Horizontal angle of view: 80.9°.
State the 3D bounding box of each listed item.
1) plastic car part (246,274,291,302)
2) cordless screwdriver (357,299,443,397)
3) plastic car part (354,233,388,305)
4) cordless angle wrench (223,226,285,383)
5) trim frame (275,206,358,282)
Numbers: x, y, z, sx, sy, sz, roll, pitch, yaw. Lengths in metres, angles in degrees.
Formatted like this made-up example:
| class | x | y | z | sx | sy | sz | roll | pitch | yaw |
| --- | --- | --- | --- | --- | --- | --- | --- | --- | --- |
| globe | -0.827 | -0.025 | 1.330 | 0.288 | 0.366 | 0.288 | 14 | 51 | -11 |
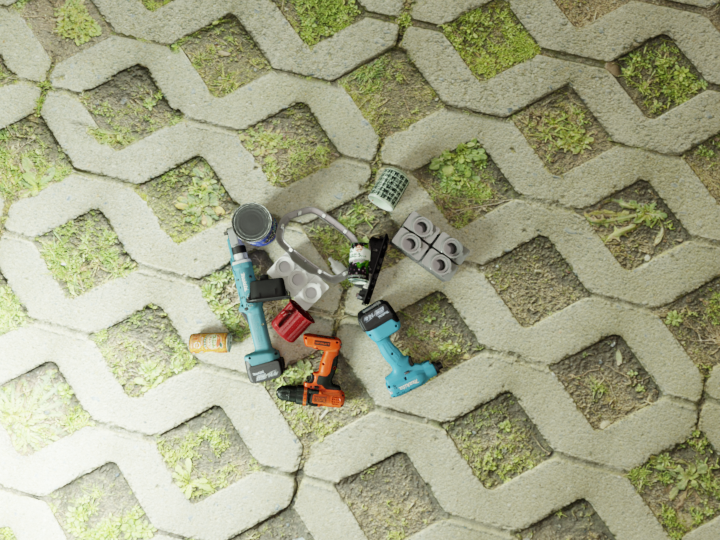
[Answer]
| class | x | y | z | sx | sy | sz | roll | pitch | yaw |
| --- | --- | --- | --- | --- | --- | --- | --- | --- | --- |
| plastic car part | -0.239 | 0.046 | 1.094 | 0.116 | 0.065 | 0.072 | -3 | 79 | -2 |
| cordless screwdriver | 0.103 | 0.196 | 1.123 | 0.159 | 0.075 | 0.248 | -25 | 91 | -2 |
| plastic car part | 0.027 | -0.008 | 1.155 | 0.070 | 0.063 | 0.203 | 21 | 87 | 26 |
| cordless angle wrench | -0.299 | 0.082 | 1.147 | 0.098 | 0.074 | 0.427 | -15 | 83 | -2 |
| trim frame | -0.112 | -0.073 | 1.147 | 0.249 | 0.027 | 0.183 | 37 | 64 | 1 |
